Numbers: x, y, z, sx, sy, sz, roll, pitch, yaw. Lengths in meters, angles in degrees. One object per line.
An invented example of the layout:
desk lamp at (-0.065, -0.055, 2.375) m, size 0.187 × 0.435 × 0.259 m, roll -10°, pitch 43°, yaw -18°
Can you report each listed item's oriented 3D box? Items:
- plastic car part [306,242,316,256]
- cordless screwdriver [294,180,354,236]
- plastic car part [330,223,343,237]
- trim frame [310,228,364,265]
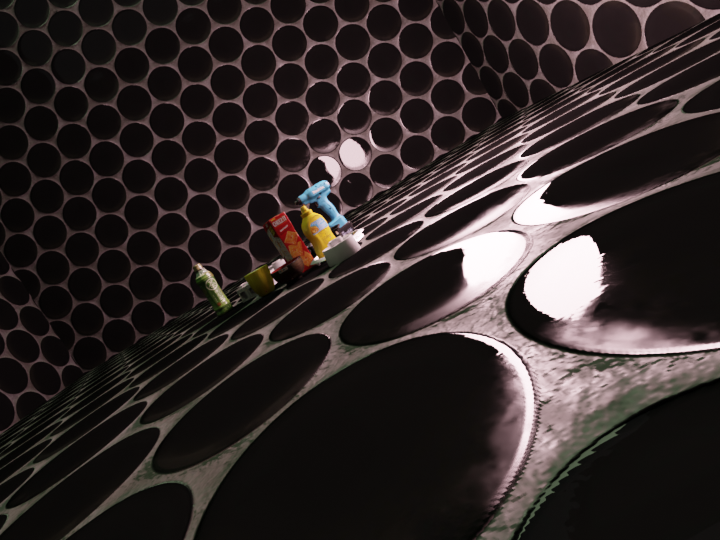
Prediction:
plastic car part at (-0.172, -0.113, 1.760) m, size 0.068 × 0.066 × 0.200 m, roll -27°, pitch 11°, yaw 33°
cordless screwdriver at (-0.147, -0.225, 1.713) m, size 0.157 × 0.247 × 0.076 m, roll -33°, pitch 5°, yaw -15°
plastic car part at (-0.089, -0.129, 1.584) m, size 0.066 × 0.070 × 0.117 m, roll -30°, pitch 9°, yaw 10°
trim frame at (-0.074, -0.078, 1.417) m, size 0.189 × 0.027 × 0.245 m, roll -26°, pitch 12°, yaw 29°
